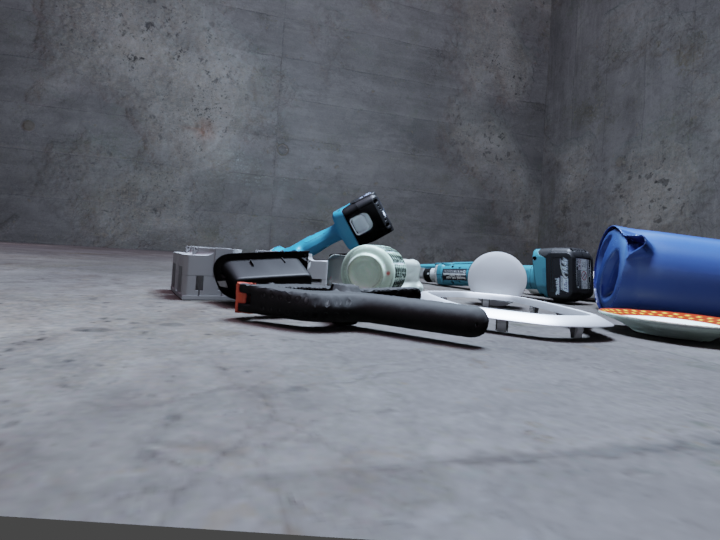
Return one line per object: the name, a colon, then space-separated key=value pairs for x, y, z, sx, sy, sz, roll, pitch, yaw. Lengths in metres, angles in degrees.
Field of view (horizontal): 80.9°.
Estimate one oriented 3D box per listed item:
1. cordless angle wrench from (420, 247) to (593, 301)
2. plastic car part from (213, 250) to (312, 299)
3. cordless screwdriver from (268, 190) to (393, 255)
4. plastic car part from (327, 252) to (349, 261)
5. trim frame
cordless angle wrench: x=0.261 y=0.008 z=0.916 sx=0.071 sy=0.098 sz=0.442 roll=3 pitch=-2 yaw=-35
plastic car part: x=-0.103 y=0.016 z=0.482 sx=0.112 sy=0.065 sz=0.075 roll=-1 pitch=18 yaw=-31
cordless screwdriver: x=-0.071 y=-0.046 z=0.722 sx=0.252 sy=0.073 sz=0.159 roll=-26 pitch=10 yaw=12
plastic car part: x=-0.018 y=0.000 z=0.970 sx=0.065 sy=0.065 sz=0.213 roll=-28 pitch=21 yaw=-32
trim frame: x=0.164 y=0.046 z=0.497 sx=0.183 sy=0.027 sz=0.250 roll=3 pitch=1 yaw=-5
